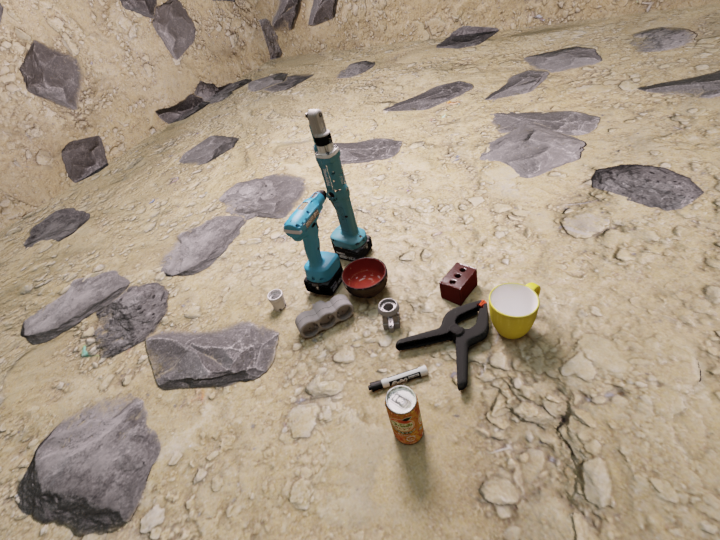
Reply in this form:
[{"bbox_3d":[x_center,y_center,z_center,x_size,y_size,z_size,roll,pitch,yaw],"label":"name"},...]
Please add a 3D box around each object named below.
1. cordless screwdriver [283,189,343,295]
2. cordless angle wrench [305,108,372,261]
[{"bbox_3d":[-0.103,-0.067,1.052,0.078,0.238,0.159,7,44,27],"label":"cordless screwdriver"},{"bbox_3d":[-0.059,-0.203,1.059,0.103,0.405,0.074,15,47,33],"label":"cordless angle wrench"}]
